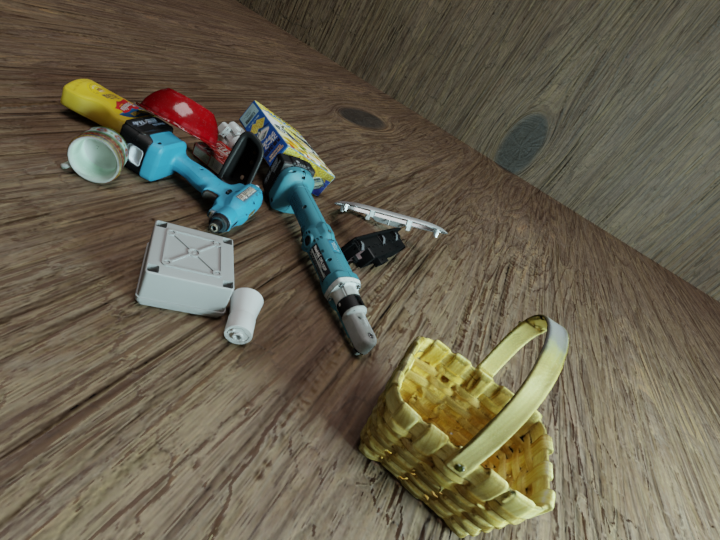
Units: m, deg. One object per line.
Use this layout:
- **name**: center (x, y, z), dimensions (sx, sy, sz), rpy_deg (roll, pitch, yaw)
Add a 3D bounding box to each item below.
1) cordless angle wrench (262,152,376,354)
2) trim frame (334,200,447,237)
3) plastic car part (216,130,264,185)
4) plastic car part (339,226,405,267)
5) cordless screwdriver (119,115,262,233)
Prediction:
- **cordless angle wrench**: center (-0.070, -0.046, 0.720), dimensions (0.070, 0.098, 0.444), rpy_deg (10, 38, -39)
- **trim frame**: center (0.062, -0.109, 0.905), dimensions (0.251, 0.027, 0.183), rpy_deg (14, 5, 4)
- **plastic car part**: center (-0.222, -0.205, 0.818), dimensions (0.066, 0.116, 0.071), rpy_deg (29, 6, -5)
- **plastic car part**: center (0.034, -0.045, 0.832), dimensions (0.069, 0.067, 0.197), rpy_deg (49, 33, 10)
- **cordless screwdriver**: center (-0.293, -0.154, 0.706), dimensions (0.248, 0.074, 0.160), rpy_deg (32, 28, -3)
